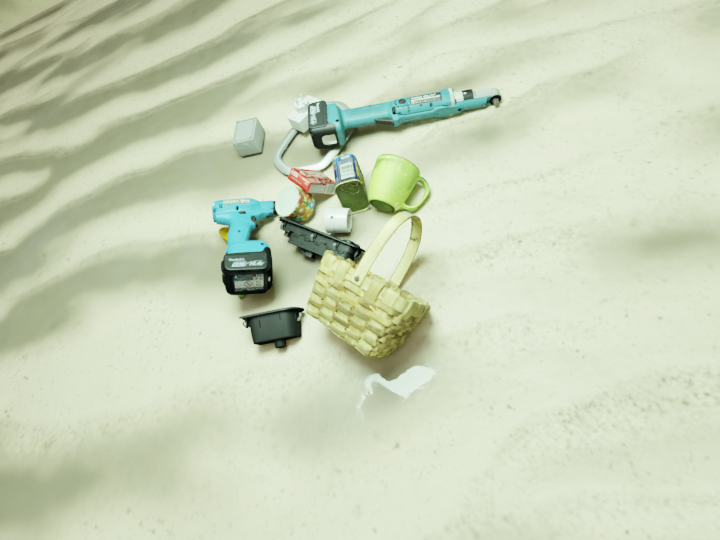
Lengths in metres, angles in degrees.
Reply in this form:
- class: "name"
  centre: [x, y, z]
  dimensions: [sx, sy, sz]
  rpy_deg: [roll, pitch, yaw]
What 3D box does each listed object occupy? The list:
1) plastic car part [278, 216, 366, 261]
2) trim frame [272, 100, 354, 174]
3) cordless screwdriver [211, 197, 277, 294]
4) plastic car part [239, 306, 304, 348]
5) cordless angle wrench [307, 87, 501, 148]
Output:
- class: "plastic car part"
  centre: [-0.084, -0.055, 0.863]
  dimensions: [0.213, 0.063, 0.067]
  rpy_deg: [18, 79, 28]
- class: "trim frame"
  centre: [-0.115, -0.331, 1.053]
  dimensions: [0.193, 0.026, 0.248]
  rpy_deg: [23, 73, 29]
- class: "cordless screwdriver"
  centre: [-0.224, -0.067, 0.886]
  dimensions: [0.156, 0.072, 0.261]
  rpy_deg: [-8, 46, -16]
- class: "plastic car part"
  centre: [-0.162, 0.112, 0.803]
  dimensions: [0.118, 0.063, 0.072]
  rpy_deg: [-10, 74, 11]
- class: "cordless angle wrench"
  centre: [0.094, -0.360, 0.956]
  dimensions: [0.429, 0.071, 0.101]
  rpy_deg: [-7, 62, 9]
